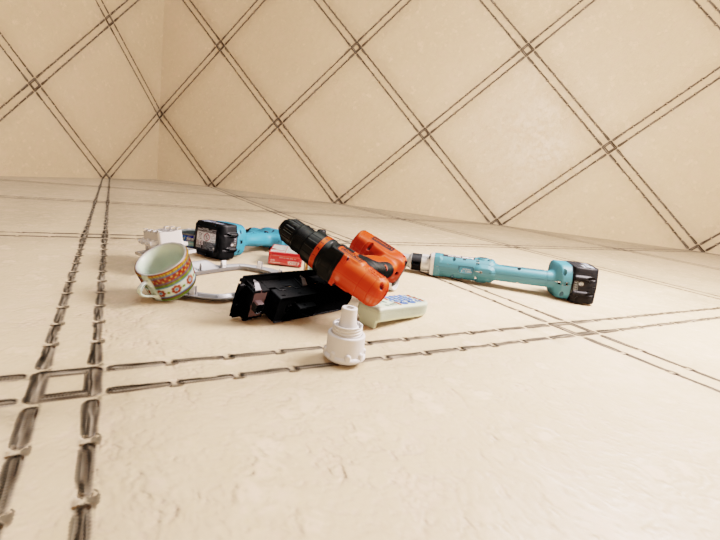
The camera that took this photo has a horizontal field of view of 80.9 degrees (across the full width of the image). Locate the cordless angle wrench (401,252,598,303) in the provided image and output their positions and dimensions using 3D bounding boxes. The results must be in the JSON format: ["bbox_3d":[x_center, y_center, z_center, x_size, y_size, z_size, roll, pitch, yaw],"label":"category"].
[{"bbox_3d":[0.269,-0.002,0.931,0.436,0.073,0.096,8,11,17],"label":"cordless angle wrench"}]

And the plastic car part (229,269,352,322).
[{"bbox_3d":[-0.082,0.036,0.606,0.071,0.065,0.194,27,22,35],"label":"plastic car part"}]

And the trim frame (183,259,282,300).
[{"bbox_3d":[-0.231,0.011,0.725,0.194,0.027,0.239,14,16,33],"label":"trim frame"}]

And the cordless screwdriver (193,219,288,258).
[{"bbox_3d":[-0.283,-0.079,0.995,0.167,0.074,0.238,14,10,31],"label":"cordless screwdriver"}]

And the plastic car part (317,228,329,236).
[{"bbox_3d":[-0.100,-0.066,1.025,0.063,0.070,0.122,-1,11,-28],"label":"plastic car part"}]
